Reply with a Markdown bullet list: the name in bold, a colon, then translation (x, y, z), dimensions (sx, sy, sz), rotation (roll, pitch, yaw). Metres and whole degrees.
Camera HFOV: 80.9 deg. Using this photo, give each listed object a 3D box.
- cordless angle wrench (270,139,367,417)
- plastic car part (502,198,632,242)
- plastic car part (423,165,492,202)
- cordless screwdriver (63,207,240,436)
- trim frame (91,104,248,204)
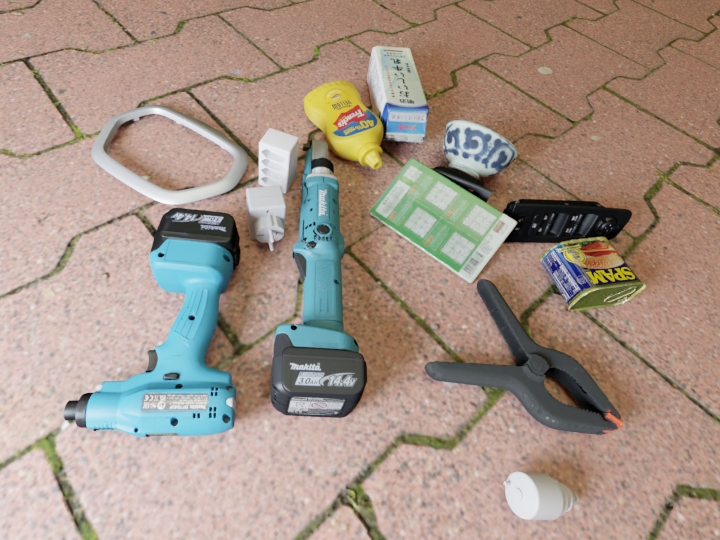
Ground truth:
- **cordless angle wrench**: translation (-0.054, -0.036, 0.556), dimensions (0.097, 0.073, 0.437), rotation (3, 51, -9)
- **plastic car part**: translation (0.304, -0.078, 0.647), dimensions (0.201, 0.065, 0.069), rotation (3, 29, -5)
- **plastic car part**: translation (0.144, -0.132, 0.665), dimensions (0.120, 0.065, 0.070), rotation (30, 40, 16)
- **cordless screwdriver**: translation (-0.213, 0.049, 0.468), dimensions (0.157, 0.073, 0.257), rotation (0, 58, -9)
- **trim frame**: translation (-0.293, -0.185, 0.656), dimensions (0.256, 0.027, 0.183), rotation (28, 56, 14)
